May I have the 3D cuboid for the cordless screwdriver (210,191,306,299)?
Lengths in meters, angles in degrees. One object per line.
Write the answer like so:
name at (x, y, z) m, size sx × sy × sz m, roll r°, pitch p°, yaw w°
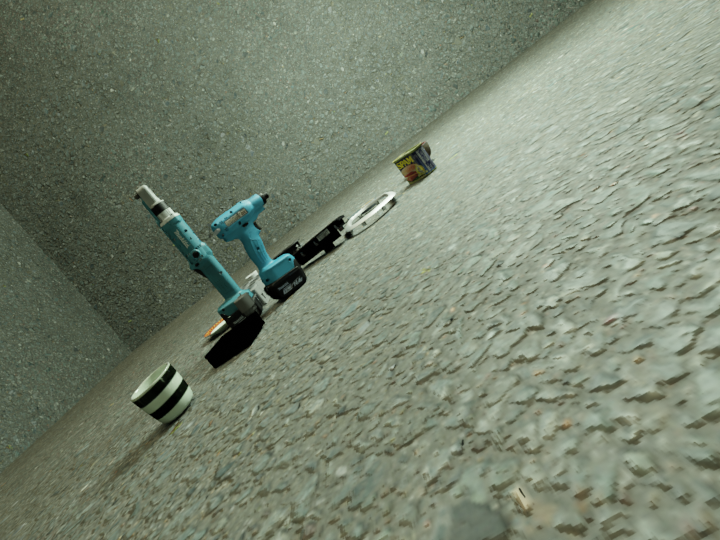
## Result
cordless screwdriver at (-0.224, -0.061, 1.023) m, size 0.157 × 0.245 × 0.076 m, roll -42°, pitch 9°, yaw -23°

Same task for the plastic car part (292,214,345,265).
plastic car part at (-0.115, -0.075, 1.174) m, size 0.207 × 0.066 × 0.066 m, roll -31°, pitch 12°, yaw 27°

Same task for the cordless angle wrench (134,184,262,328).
cordless angle wrench at (-0.404, -0.039, 1.046) m, size 0.098 × 0.417 × 0.075 m, roll -38°, pitch 7°, yaw -2°

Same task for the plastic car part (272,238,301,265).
plastic car part at (-0.212, -0.042, 1.311) m, size 0.120 × 0.070 × 0.065 m, roll -27°, pitch 15°, yaw 42°

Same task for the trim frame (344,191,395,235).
trim frame at (0.022, -0.162, 1.193) m, size 0.185 × 0.027 × 0.252 m, roll -37°, pitch 13°, yaw 6°
